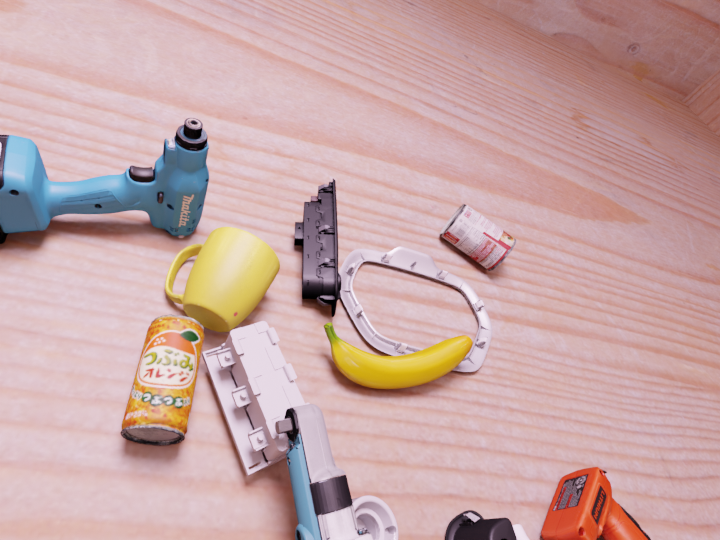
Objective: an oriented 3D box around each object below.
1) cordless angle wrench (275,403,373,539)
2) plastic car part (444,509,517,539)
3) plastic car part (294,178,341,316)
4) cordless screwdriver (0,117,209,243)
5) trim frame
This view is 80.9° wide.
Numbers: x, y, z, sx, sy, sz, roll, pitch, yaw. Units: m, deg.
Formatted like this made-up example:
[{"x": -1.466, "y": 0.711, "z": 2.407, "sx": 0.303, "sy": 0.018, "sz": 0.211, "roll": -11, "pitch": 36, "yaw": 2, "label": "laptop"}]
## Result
[{"x": 0.010, "y": 0.303, "z": 0.268, "sx": 0.094, "sy": 0.075, "sz": 0.438, "roll": -1, "pitch": 59, "yaw": -29, "label": "cordless angle wrench"}, {"x": 0.125, "y": 0.281, "z": 0.382, "sx": 0.064, "sy": 0.071, "sz": 0.120, "roll": 12, "pitch": 51, "yaw": -23, "label": "plastic car part"}, {"x": -0.056, "y": -0.036, "z": 0.568, "sx": 0.065, "sy": 0.065, "sz": 0.210, "roll": 3, "pitch": 51, "yaw": -15, "label": "plastic car part"}, {"x": -0.283, "y": -0.097, "z": 0.436, "sx": 0.239, "sy": 0.159, "sz": 0.077, "roll": -3, "pitch": 57, "yaw": -28, "label": "cordless screwdriver"}, {"x": 0.082, "y": 0.046, "z": 0.594, "sx": 0.242, "sy": 0.027, "sz": 0.189, "roll": 14, "pitch": 46, "yaw": -14, "label": "trim frame"}]
